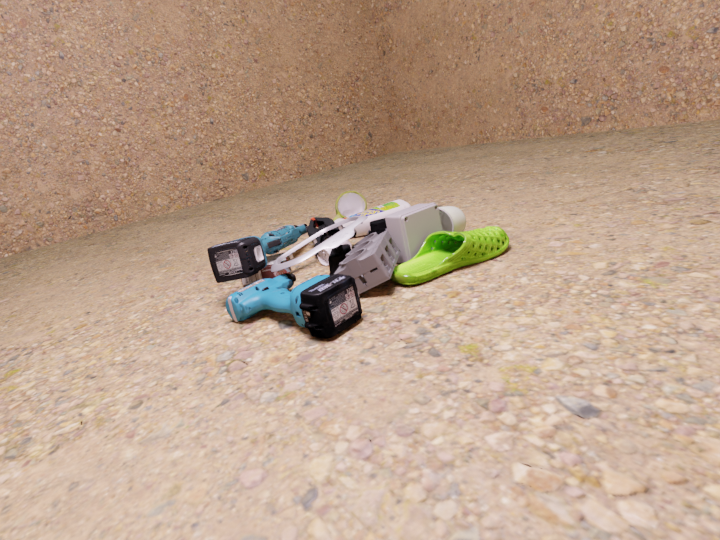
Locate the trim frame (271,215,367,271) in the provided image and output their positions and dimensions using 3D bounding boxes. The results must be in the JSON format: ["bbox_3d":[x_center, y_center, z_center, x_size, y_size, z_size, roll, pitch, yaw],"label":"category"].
[{"bbox_3d":[-0.089,-0.058,0.909,0.243,0.027,0.191,-35,16,-32],"label":"trim frame"}]

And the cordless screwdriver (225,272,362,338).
[{"bbox_3d":[-0.106,0.044,0.742,0.261,0.073,0.155,0,21,41],"label":"cordless screwdriver"}]

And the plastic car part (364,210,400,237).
[{"bbox_3d":[0.107,-0.120,1.101,0.201,0.065,0.069,-17,25,-8],"label":"plastic car part"}]

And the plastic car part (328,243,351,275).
[{"bbox_3d":[-0.042,-0.022,0.890,0.067,0.069,0.117,-9,15,10],"label":"plastic car part"}]

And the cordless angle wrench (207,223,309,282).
[{"bbox_3d":[-0.210,-0.067,1.007,0.100,0.073,0.418,-11,12,16],"label":"cordless angle wrench"}]
